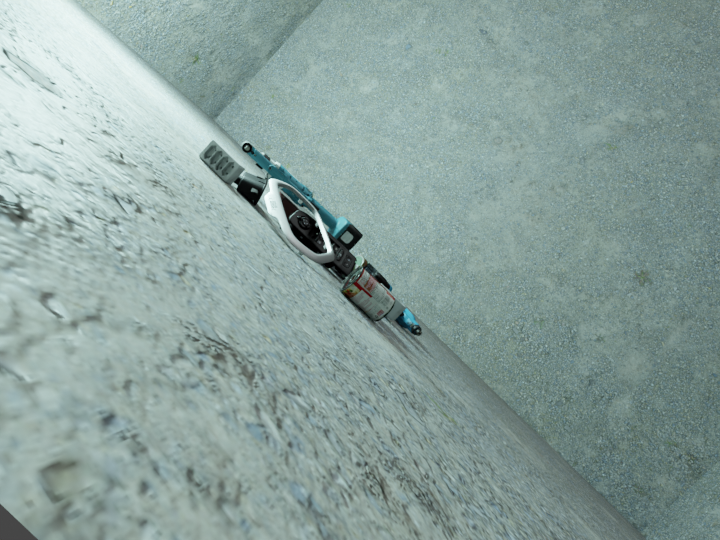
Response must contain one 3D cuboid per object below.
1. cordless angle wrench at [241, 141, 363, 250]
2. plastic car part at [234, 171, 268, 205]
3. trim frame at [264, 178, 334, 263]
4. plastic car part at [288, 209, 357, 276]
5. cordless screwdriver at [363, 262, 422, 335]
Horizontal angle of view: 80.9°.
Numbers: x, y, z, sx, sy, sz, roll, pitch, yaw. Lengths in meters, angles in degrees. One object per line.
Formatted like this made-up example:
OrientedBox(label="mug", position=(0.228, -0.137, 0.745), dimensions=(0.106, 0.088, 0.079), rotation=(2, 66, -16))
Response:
OrientedBox(label="cordless angle wrench", position=(-0.164, -0.208, 1.174), dimensions=(0.405, 0.074, 0.102), rotation=(41, 6, -25))
OrientedBox(label="plastic car part", position=(-0.251, -0.192, 0.951), dimensions=(0.069, 0.066, 0.119), rotation=(27, 11, -15))
OrientedBox(label="trim frame", position=(-0.133, -0.109, 0.927), dimensions=(0.174, 0.028, 0.260), rotation=(29, 31, -45))
OrientedBox(label="plastic car part", position=(-0.101, -0.066, 1.032), dimensions=(0.197, 0.066, 0.069), rotation=(45, -36, -17))
OrientedBox(label="cordless screwdriver", position=(0.090, 0.096, 1.282), dimensions=(0.236, 0.074, 0.167), rotation=(47, 1, -33))
